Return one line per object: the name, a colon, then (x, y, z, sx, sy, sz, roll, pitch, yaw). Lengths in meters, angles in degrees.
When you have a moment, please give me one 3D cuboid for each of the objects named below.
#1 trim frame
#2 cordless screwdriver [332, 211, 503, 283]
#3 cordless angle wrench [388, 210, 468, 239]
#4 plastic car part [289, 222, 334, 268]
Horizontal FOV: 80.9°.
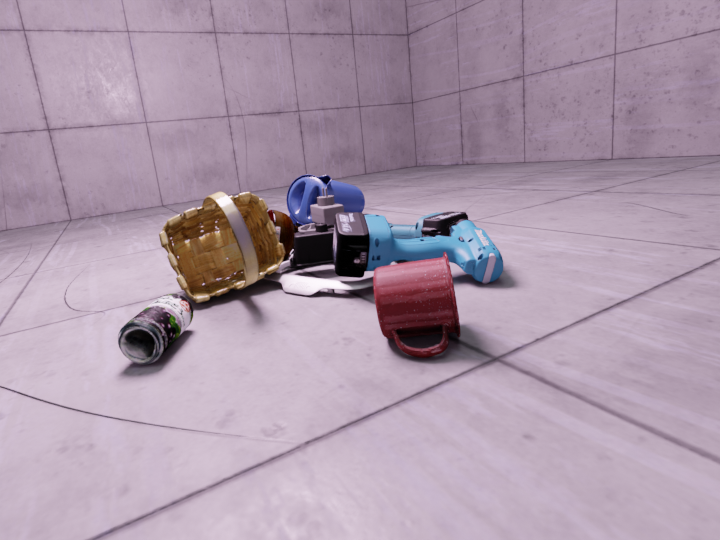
trim frame: (-0.051, 0.003, 0.729, 0.261, 0.027, 0.178, 7, 20, 35)
cordless screwdriver: (0.081, -0.048, 0.672, 0.249, 0.072, 0.163, 3, 30, 0)
cordless angle wrench: (0.033, -0.088, 0.930, 0.094, 0.073, 0.445, -18, 17, -37)
plastic car part: (-0.074, -0.048, 0.754, 0.116, 0.069, 0.067, -10, 16, -1)
